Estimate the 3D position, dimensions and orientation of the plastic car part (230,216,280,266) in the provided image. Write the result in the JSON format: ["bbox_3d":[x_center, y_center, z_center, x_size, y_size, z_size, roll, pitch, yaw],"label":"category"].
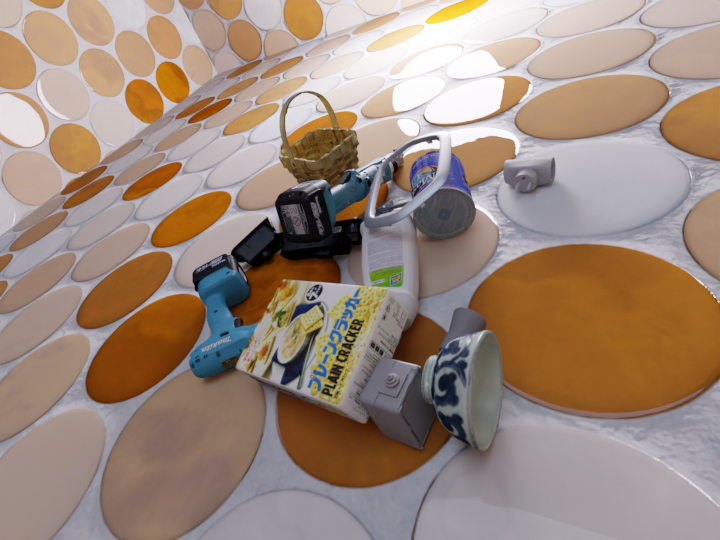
[{"bbox_3d":[-0.215,-0.048,0.918,0.075,0.063,0.116,28,65,32],"label":"plastic car part"}]

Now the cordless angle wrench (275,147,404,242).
[{"bbox_3d":[-0.006,-0.174,0.853,0.078,0.095,0.415,-2,25,34],"label":"cordless angle wrench"}]

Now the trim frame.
[{"bbox_3d":[0.080,-0.164,0.750,0.190,0.026,0.253,-23,38,33],"label":"trim frame"}]

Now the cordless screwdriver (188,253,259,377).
[{"bbox_3d":[-0.233,0.066,0.778,0.159,0.071,0.261,-26,40,1],"label":"cordless screwdriver"}]

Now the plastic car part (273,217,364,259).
[{"bbox_3d":[-0.082,-0.054,0.842,0.211,0.063,0.068,-2,68,28],"label":"plastic car part"}]
